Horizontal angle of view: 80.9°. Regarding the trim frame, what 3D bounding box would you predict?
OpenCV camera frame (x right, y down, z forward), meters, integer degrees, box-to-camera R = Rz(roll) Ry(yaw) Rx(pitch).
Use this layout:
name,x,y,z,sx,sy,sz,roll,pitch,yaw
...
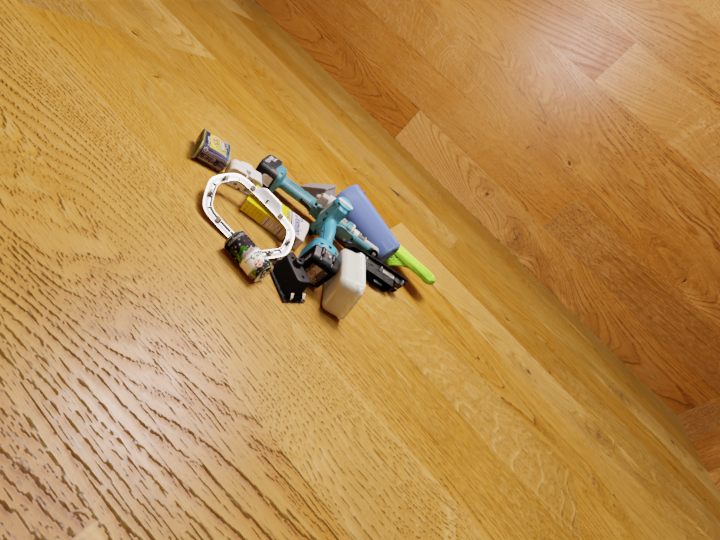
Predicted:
name,x,y,z,sx,sy,sz,roll,pitch,yaw
trim frame,-0.256,-0.130,0.988,0.247,0.028,0.182,44,43,-3

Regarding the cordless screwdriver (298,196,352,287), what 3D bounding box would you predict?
name,x,y,z,sx,sy,sz,roll,pitch,yaw
cordless screwdriver,-0.105,-0.069,1.072,0.071,0.162,0.253,37,42,-23

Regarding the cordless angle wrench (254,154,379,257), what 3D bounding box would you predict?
name,x,y,z,sx,sy,sz,roll,pitch,yaw
cordless angle wrench,-0.118,-0.172,1.214,0.420,0.075,0.098,36,27,-4

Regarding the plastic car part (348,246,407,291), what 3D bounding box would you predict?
name,x,y,z,sx,sy,sz,roll,pitch,yaw
plastic car part,0.035,0.008,1.214,0.197,0.068,0.067,37,53,-14

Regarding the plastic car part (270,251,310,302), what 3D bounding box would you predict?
name,x,y,z,sx,sy,sz,roll,pitch,yaw
plastic car part,-0.152,0.006,0.937,0.062,0.072,0.121,10,44,-50
